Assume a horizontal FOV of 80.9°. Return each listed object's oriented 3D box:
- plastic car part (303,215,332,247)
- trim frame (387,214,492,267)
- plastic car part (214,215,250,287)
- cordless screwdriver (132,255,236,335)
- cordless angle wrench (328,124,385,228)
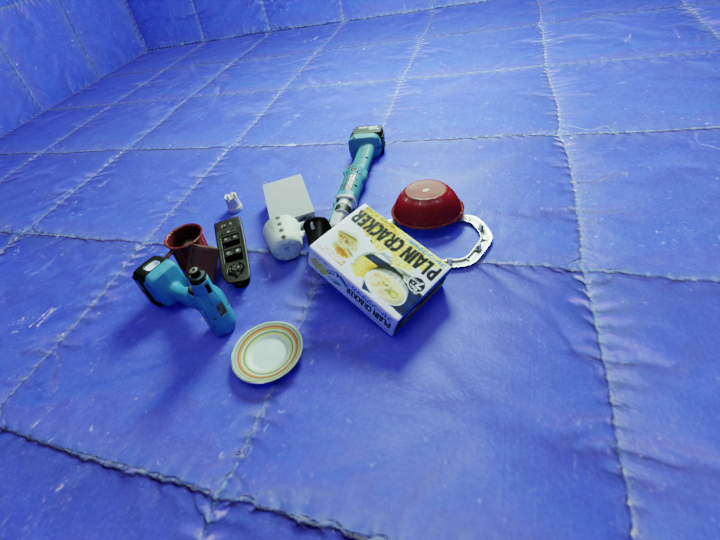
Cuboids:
[{"bbox_3d":[-0.088,-0.058,0.904,0.067,0.112,0.073,-5,66,8],"label":"plastic car part"},{"bbox_3d":[0.147,-0.071,0.901,0.255,0.026,0.187,-3,42,16],"label":"trim frame"},{"bbox_3d":[-0.287,-0.035,0.957,0.065,0.065,0.213,-14,45,-12],"label":"plastic car part"},{"bbox_3d":[-0.362,0.029,0.847,0.262,0.152,0.073,18,49,33],"label":"cordless screwdriver"},{"bbox_3d":[-0.015,-0.243,1.106,0.101,0.071,0.429,1,46,16],"label":"cordless angle wrench"}]
